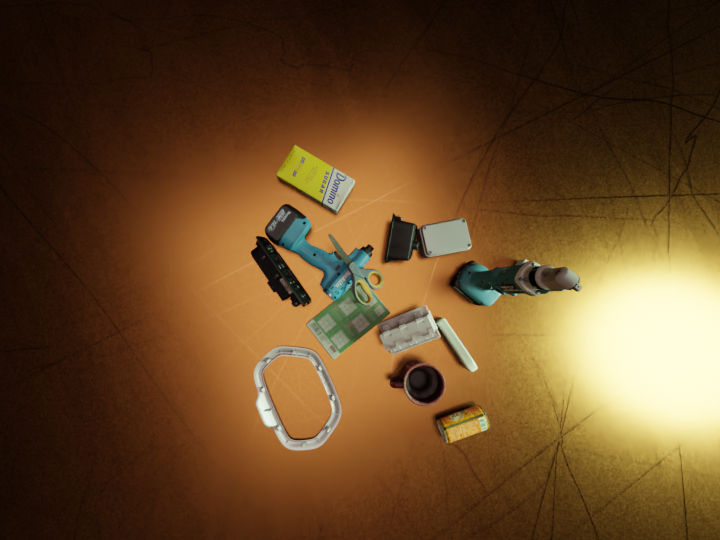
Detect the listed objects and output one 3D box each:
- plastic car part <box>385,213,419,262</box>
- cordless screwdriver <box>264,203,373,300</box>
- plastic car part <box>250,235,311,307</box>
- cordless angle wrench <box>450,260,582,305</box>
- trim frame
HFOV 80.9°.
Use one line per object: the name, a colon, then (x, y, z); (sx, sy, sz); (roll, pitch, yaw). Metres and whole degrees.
plastic car part: (0.105, -0.071, 1.006); (0.074, 0.063, 0.117); (6, 85, 23)
cordless screwdriver: (-0.100, -0.065, 1.018); (0.249, 0.074, 0.159); (42, 85, 1)
plastic car part: (-0.200, 0.007, 1.020); (0.068, 0.065, 0.205); (-34, 85, 22)
cordless angle wrench: (0.286, 0.021, 0.821); (0.098, 0.421, 0.074); (41, 85, -1)
trim frame: (-0.152, 0.299, 0.998); (0.184, 0.027, 0.250); (-24, 85, -1)
